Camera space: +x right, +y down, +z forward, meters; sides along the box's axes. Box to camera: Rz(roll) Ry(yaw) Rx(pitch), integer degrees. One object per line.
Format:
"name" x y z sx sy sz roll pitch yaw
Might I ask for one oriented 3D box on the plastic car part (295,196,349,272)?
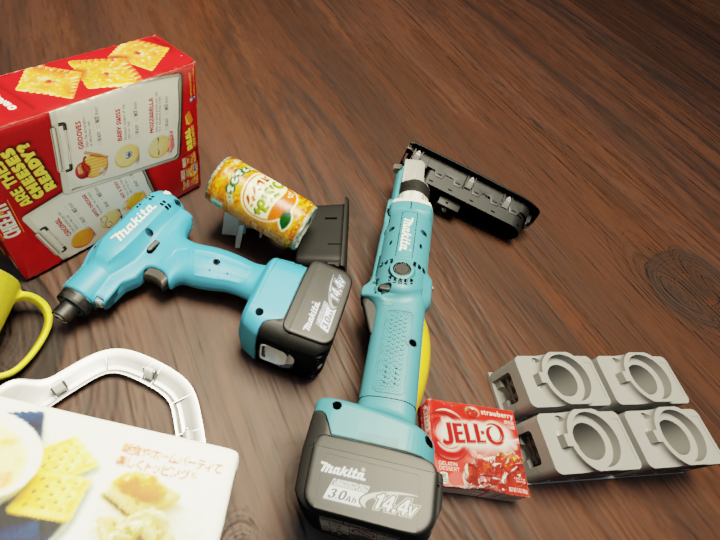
"plastic car part" -0.047 -0.031 0.482 0.071 0.064 0.120 -1 50 -1

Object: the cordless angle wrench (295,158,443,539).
"cordless angle wrench" 0.037 0.017 0.421 0.100 0.072 0.430 6 48 8

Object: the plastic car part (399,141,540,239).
"plastic car part" 0.145 -0.102 0.582 0.204 0.065 0.067 25 61 3

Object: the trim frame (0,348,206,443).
"trim frame" -0.226 0.164 0.301 0.190 0.027 0.244 38 55 15

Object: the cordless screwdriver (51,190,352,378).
"cordless screwdriver" -0.143 0.025 0.401 0.253 0.073 0.160 23 51 7
